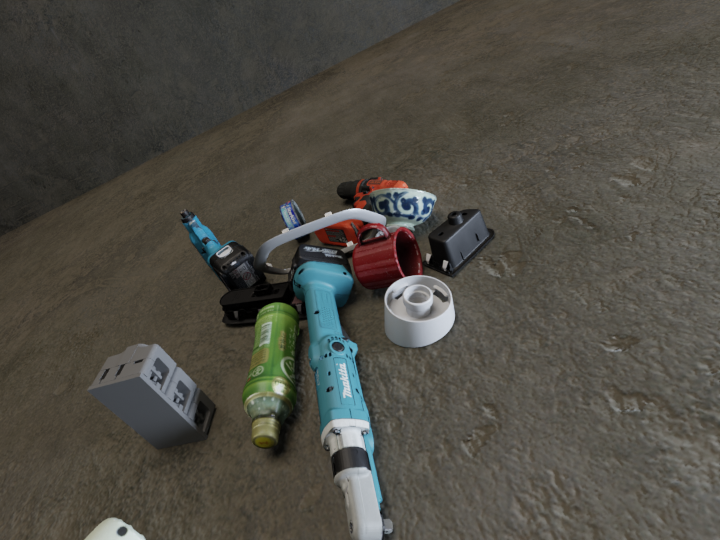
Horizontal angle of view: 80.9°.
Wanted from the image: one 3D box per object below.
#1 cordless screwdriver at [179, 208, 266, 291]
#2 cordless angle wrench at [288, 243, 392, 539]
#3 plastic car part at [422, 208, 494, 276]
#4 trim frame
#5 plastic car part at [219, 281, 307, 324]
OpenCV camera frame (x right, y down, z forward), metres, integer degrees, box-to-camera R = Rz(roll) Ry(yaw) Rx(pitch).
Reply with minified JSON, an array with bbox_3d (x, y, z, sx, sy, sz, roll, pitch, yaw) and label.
[{"bbox_3d":[-0.307,-0.044,0.902,0.073,0.152,0.263,-39,36,-19],"label":"cordless screwdriver"},{"bbox_3d":[-0.035,0.117,0.558,0.095,0.073,0.440,7,35,-18],"label":"cordless angle wrench"},{"bbox_3d":[0.151,-0.057,0.666,0.115,0.067,0.070,-41,36,-15],"label":"plastic car part"},{"bbox_3d":[-0.073,-0.048,0.748,0.250,0.177,0.028,-22,69,5],"label":"trim frame"},{"bbox_3d":[-0.178,0.058,0.762,0.210,0.064,0.067,-12,42,27],"label":"plastic car part"}]
